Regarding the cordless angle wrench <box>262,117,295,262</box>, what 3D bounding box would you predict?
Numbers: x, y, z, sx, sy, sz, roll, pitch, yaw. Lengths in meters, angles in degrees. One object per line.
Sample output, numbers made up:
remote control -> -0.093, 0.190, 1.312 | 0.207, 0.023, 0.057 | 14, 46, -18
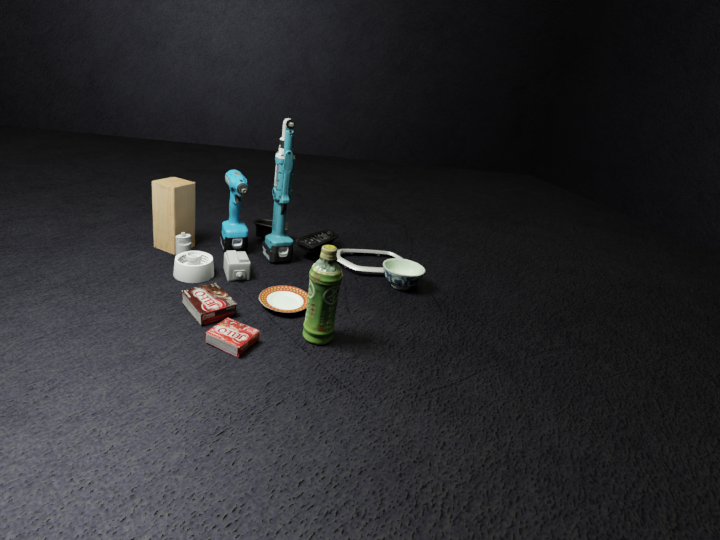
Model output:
cordless angle wrench -> -0.229, -0.228, 1.239 | 0.071, 0.415, 0.103 | -4, 26, -29

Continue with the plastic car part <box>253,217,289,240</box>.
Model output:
plastic car part -> -0.302, -0.131, 1.425 | 0.116, 0.069, 0.067 | 7, 23, -1

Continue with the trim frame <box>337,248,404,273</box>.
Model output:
trim frame -> 0.035, -0.032, 1.353 | 0.242, 0.027, 0.192 | 0, 26, -16

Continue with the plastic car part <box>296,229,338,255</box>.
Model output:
plastic car part -> -0.135, -0.088, 1.382 | 0.069, 0.066, 0.198 | 18, 26, 21

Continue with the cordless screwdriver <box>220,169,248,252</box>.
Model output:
cordless screwdriver -> -0.373, -0.167, 1.274 | 0.072, 0.244, 0.168 | -3, 26, -27
